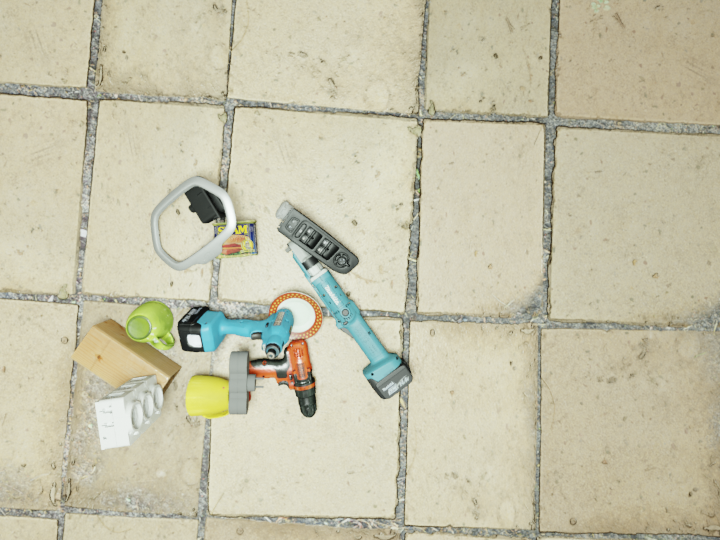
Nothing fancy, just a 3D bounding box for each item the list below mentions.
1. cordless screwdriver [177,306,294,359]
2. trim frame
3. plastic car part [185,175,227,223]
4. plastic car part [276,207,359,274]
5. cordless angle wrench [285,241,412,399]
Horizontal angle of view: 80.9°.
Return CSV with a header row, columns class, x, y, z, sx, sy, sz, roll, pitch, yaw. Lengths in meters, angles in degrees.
class,x,y,z,sx,sy,sz,roll,pitch,yaw
cordless screwdriver,-0.277,0.141,0.930,0.251,0.161,0.072,-2,112,5
trim frame,-0.390,-0.104,0.975,0.252,0.027,0.186,-33,85,18
plastic car part,-0.372,-0.157,1.002,0.071,0.065,0.117,-36,88,11
plastic car part,-0.097,-0.063,0.993,0.201,0.068,0.066,37,92,-6
cordless angle wrench,-0.038,0.099,0.994,0.098,0.074,0.425,-36,87,-3
